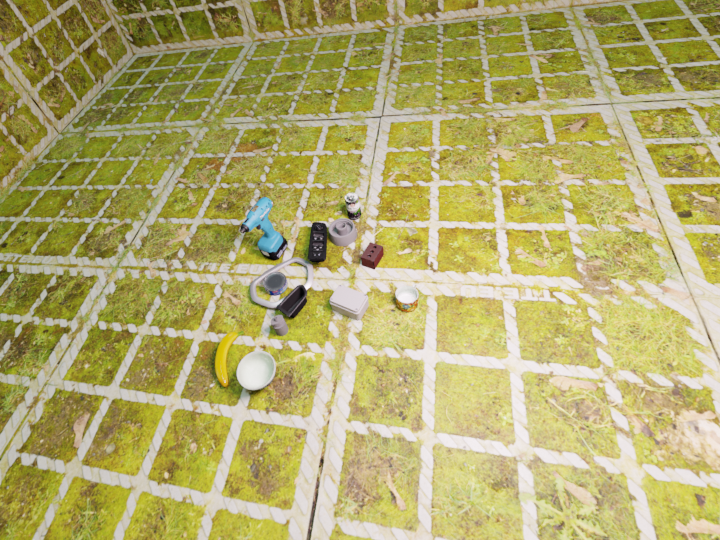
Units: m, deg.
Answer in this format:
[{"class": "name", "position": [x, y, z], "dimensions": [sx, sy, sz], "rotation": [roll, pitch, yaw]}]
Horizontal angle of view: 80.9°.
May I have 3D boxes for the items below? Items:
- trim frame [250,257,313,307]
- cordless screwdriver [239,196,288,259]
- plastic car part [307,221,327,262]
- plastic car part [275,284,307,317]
[{"class": "trim frame", "position": [-0.282, 0.041, 1.525], "dimensions": [0.246, 0.026, 0.194], "rotation": [-34, 52, -14]}, {"class": "cordless screwdriver", "position": [-0.355, -0.130, 1.542], "dimensions": [0.077, 0.238, 0.159], "rotation": [19, 57, 22]}, {"class": "plastic car part", "position": [-0.155, -0.101, 1.585], "dimensions": [0.067, 0.064, 0.209], "rotation": [-7, 51, 6]}, {"class": "plastic car part", "position": [-0.217, 0.113, 1.425], "dimensions": [0.069, 0.068, 0.115], "rotation": [29, 63, 29]}]
